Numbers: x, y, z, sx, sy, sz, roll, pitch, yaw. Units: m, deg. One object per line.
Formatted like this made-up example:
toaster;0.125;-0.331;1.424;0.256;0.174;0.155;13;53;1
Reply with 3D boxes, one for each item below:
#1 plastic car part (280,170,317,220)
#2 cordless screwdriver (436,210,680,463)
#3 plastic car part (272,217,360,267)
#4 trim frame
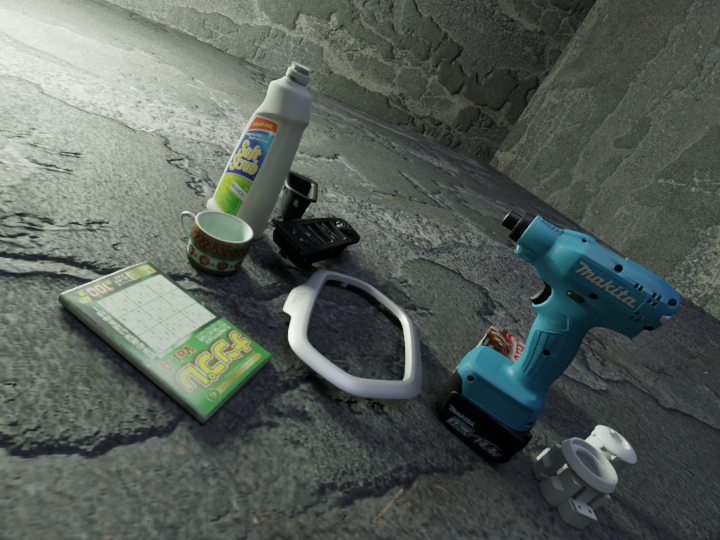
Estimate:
plastic car part;-0.115;-0.122;0.739;0.064;0.070;0.120;21;26;-16
cordless screwdriver;0.166;0.069;0.448;0.165;0.248;0.072;39;26;20
plastic car part;-0.063;-0.041;0.644;0.069;0.067;0.197;36;27;16
trim frame;-0.007;0.071;0.535;0.183;0.027;0.251;25;26;-5
